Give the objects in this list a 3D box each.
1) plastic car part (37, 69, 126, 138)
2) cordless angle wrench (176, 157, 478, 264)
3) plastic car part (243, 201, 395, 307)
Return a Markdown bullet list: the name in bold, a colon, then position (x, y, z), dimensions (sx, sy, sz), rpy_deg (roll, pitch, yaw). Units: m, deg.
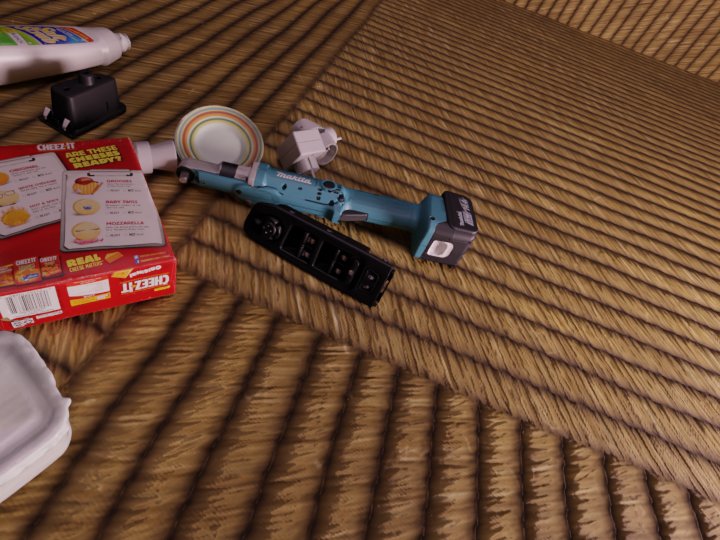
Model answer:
- **plastic car part**: position (-0.409, -0.258, 0.627), dimensions (0.067, 0.070, 0.116), rpy_deg (30, 49, 4)
- **cordless angle wrench**: position (-0.050, -0.102, 0.609), dimensions (0.419, 0.073, 0.100), rpy_deg (12, 46, -5)
- **plastic car part**: position (-0.054, -0.035, 0.550), dimensions (0.205, 0.065, 0.067), rpy_deg (26, 36, 5)
